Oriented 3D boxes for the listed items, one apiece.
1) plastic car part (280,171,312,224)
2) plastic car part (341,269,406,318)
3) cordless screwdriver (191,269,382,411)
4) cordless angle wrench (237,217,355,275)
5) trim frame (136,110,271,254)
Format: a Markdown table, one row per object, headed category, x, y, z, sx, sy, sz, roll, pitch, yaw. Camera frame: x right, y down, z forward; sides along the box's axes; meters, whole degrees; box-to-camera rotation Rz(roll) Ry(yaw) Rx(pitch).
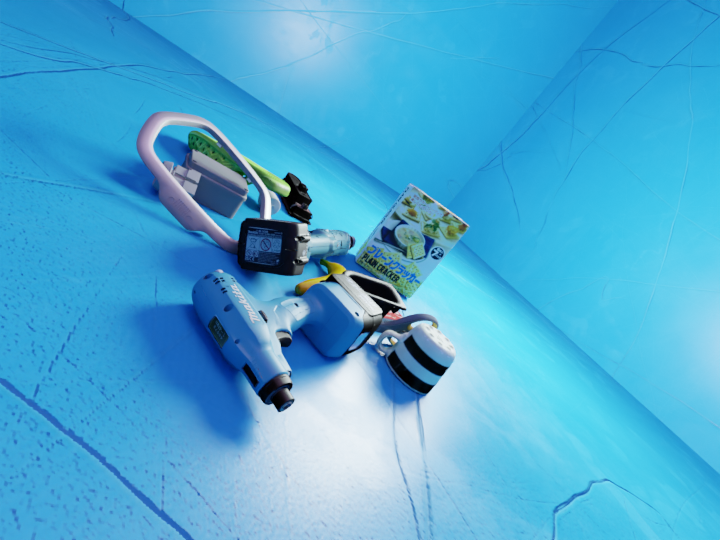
| category | x | y | z | sx | sy | sz | roll | pitch | yaw |
| --- | --- | --- | --- | --- | --- | --- | --- | --- | --- |
| plastic car part | -0.162 | -0.190 | 1.038 | 0.063 | 0.067 | 0.213 | 18 | 21 | -32 |
| plastic car part | 0.001 | 0.049 | 0.671 | 0.111 | 0.071 | 0.069 | 17 | 26 | -29 |
| cordless screwdriver | -0.061 | 0.072 | 0.493 | 0.167 | 0.074 | 0.236 | 46 | 23 | 28 |
| cordless angle wrench | -0.075 | -0.049 | 0.766 | 0.101 | 0.074 | 0.412 | 8 | 6 | 15 |
| trim frame | -0.226 | -0.135 | 0.642 | 0.240 | 0.028 | 0.185 | 51 | 36 | -20 |
